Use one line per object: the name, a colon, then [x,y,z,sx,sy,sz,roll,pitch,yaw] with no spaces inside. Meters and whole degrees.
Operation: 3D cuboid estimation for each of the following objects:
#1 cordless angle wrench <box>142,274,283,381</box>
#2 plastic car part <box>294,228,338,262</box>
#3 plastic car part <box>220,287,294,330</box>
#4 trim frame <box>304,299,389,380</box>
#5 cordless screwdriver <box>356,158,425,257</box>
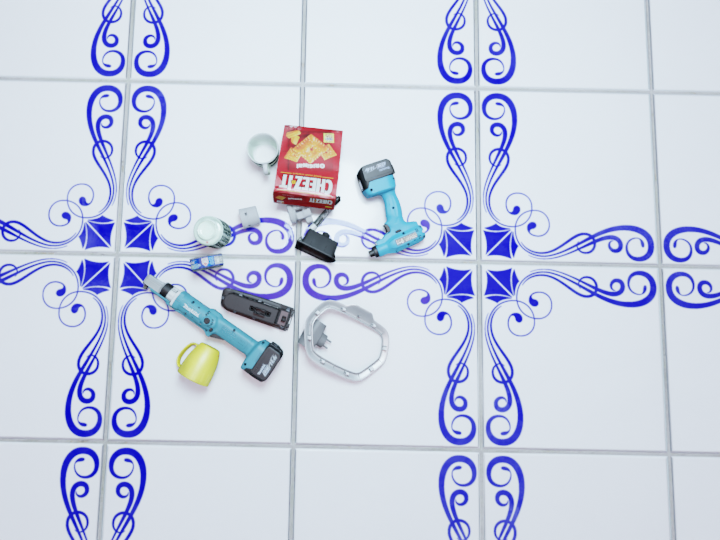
cordless angle wrench: [-0.400,0.135,1.122,0.427,0.073,0.098,33,85,5]
plastic car part: [-0.112,-0.073,1.148,0.116,0.066,0.071,22,72,-3]
plastic car part: [-0.283,0.104,1.130,0.205,0.067,0.066,19,93,4]
trim frame: [-0.034,0.182,1.112,0.244,0.028,0.184,29,78,-10]
cordless screwdriver: [0.056,-0.166,1.147,0.159,0.074,0.249,-24,90,-3]
